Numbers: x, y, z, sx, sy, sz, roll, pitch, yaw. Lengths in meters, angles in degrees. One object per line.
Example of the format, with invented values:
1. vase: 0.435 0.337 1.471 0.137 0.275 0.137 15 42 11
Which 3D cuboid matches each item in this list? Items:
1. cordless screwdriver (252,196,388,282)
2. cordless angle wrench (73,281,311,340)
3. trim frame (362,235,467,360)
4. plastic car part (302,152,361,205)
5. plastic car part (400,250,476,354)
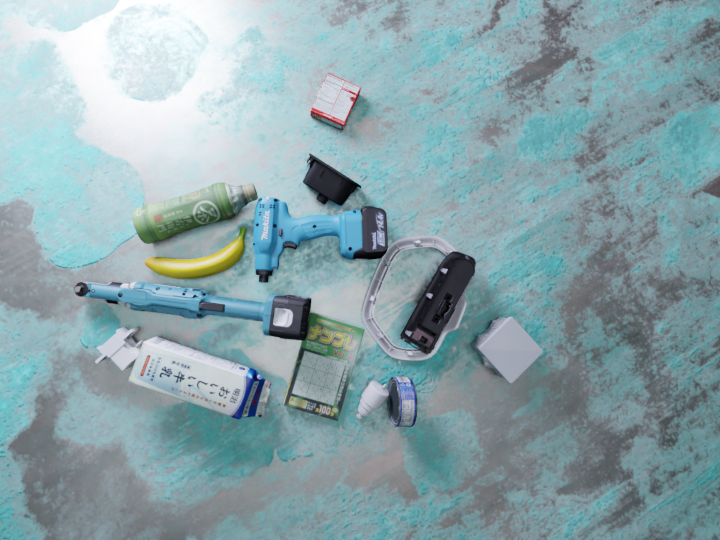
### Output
1. cordless screwdriver: -0.077 -0.050 0.789 0.249 0.074 0.160 3 85 1
2. cordless angle wrench: -0.302 0.059 0.763 0.424 0.097 0.075 7 86 2
3. trim frame: 0.110 0.050 0.812 0.183 0.027 0.249 24 82 -2
4. plastic car part: -0.064 -0.165 0.811 0.116 0.066 0.071 35 99 -4
5. plastic car part: 0.151 0.052 0.776 0.067 0.066 0.203 29 81 4
